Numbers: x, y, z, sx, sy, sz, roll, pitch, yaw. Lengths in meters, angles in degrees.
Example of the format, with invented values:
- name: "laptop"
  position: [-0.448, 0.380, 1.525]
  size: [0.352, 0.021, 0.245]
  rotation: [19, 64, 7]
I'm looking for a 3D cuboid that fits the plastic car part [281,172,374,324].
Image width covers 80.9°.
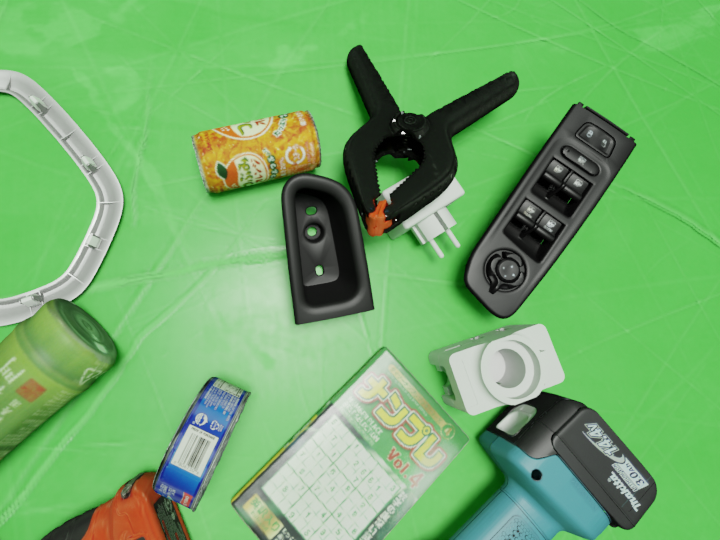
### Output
- name: "plastic car part"
  position: [-0.035, -0.023, 0.359]
  size: [0.065, 0.073, 0.115]
  rotation: [-10, 97, -11]

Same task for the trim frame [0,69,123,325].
- name: "trim frame"
  position: [-0.321, -0.071, 0.362]
  size: [0.183, 0.027, 0.250]
  rotation: [-40, 87, -11]

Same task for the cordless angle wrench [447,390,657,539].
- name: "cordless angle wrench"
  position: [0.030, 0.263, 0.310]
  size: [0.420, 0.074, 0.099]
  rotation: [-39, 87, -10]

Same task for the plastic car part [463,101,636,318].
- name: "plastic car part"
  position: [0.156, -0.052, 0.387]
  size: [0.065, 0.068, 0.203]
  rotation: [36, 81, -9]
